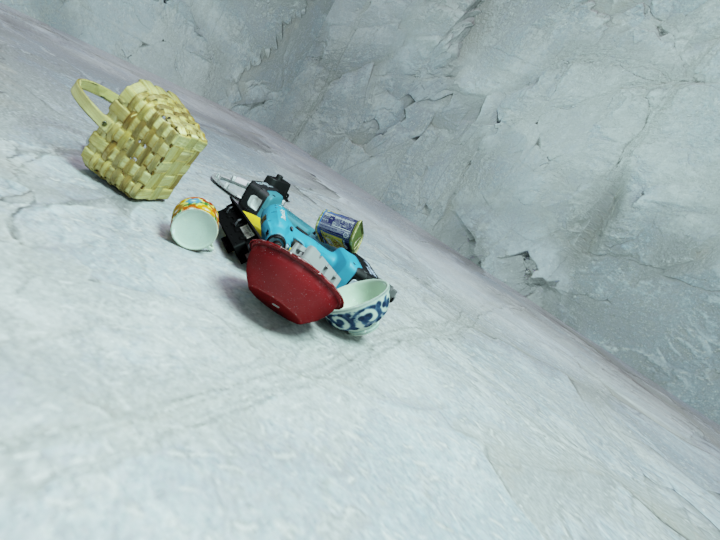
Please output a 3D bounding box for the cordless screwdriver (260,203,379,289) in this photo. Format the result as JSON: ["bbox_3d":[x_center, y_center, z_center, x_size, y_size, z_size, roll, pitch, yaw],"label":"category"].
[{"bbox_3d":[-0.078,-0.021,0.779,0.239,0.074,0.165,35,14,-23],"label":"cordless screwdriver"}]

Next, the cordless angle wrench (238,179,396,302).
[{"bbox_3d":[-0.095,-0.062,0.974,0.434,0.074,0.095,36,15,13],"label":"cordless angle wrench"}]

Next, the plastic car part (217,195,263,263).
[{"bbox_3d":[-0.216,-0.065,0.756,0.214,0.067,0.063,52,-11,47],"label":"plastic car part"}]

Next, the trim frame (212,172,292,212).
[{"bbox_3d":[-0.291,-0.209,1.156,0.236,0.027,0.194,17,19,-36],"label":"trim frame"}]

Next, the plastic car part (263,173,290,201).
[{"bbox_3d":[-0.258,-0.261,1.302,0.069,0.071,0.111,37,13,24],"label":"plastic car part"}]
